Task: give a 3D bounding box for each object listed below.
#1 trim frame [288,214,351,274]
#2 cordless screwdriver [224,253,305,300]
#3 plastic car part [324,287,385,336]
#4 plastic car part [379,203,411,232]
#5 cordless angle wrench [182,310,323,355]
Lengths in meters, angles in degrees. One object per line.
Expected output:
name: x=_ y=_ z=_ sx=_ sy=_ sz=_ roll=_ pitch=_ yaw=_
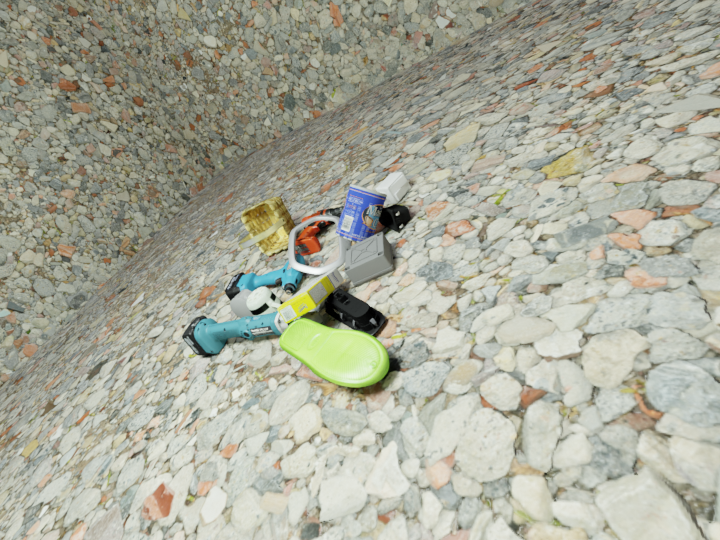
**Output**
trim frame: x=-0.120 y=-0.079 z=1.228 sx=0.186 sy=0.026 sz=0.258 roll=-12 pitch=43 yaw=5
cordless screwdriver: x=-0.280 y=0.044 z=1.239 sx=0.254 sy=0.071 sz=0.162 roll=-20 pitch=31 yaw=19
plastic car part: x=-0.020 y=0.080 z=0.920 sx=0.065 sy=0.064 sz=0.214 roll=-36 pitch=30 yaw=-18
plastic car part: x=0.096 y=-0.154 z=1.153 sx=0.070 sy=0.064 sz=0.121 roll=-23 pitch=23 yaw=-10
cordless angle wrench: x=-0.276 y=0.145 z=1.069 sx=0.438 sy=0.094 sz=0.075 roll=-13 pitch=30 yaw=31
